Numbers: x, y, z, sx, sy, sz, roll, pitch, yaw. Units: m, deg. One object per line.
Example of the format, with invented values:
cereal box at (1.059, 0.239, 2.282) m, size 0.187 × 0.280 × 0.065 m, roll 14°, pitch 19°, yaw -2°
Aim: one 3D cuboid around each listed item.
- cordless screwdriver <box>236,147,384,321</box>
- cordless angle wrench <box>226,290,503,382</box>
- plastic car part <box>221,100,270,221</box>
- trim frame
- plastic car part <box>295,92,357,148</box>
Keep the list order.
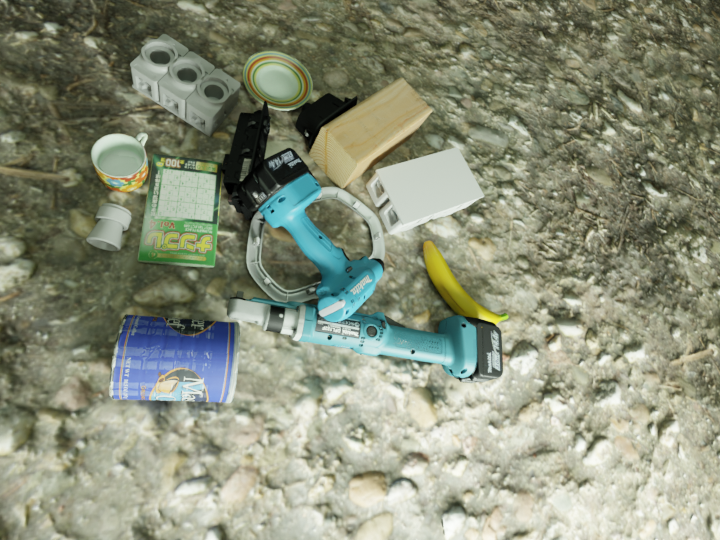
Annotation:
cordless screwdriver at (-0.061, -0.061, 0.631) m, size 0.248 × 0.076 × 0.156 m, roll 55°, pitch 38°, yaw -1°
cordless angle wrench at (0.009, 0.095, 0.644) m, size 0.414 × 0.074 × 0.100 m, roll 11°, pitch 68°, yaw -12°
plastic car part at (-0.186, -0.185, 0.692) m, size 0.068 × 0.064 × 0.206 m, roll 6°, pitch 68°, yaw 9°
trim frame at (-0.068, -0.044, 0.691) m, size 0.242 × 0.028 × 0.187 m, roll -22°, pitch 81°, yaw -26°
plastic car part at (-0.071, -0.280, 0.767) m, size 0.115 × 0.065 × 0.073 m, roll -39°, pitch 73°, yaw -23°
